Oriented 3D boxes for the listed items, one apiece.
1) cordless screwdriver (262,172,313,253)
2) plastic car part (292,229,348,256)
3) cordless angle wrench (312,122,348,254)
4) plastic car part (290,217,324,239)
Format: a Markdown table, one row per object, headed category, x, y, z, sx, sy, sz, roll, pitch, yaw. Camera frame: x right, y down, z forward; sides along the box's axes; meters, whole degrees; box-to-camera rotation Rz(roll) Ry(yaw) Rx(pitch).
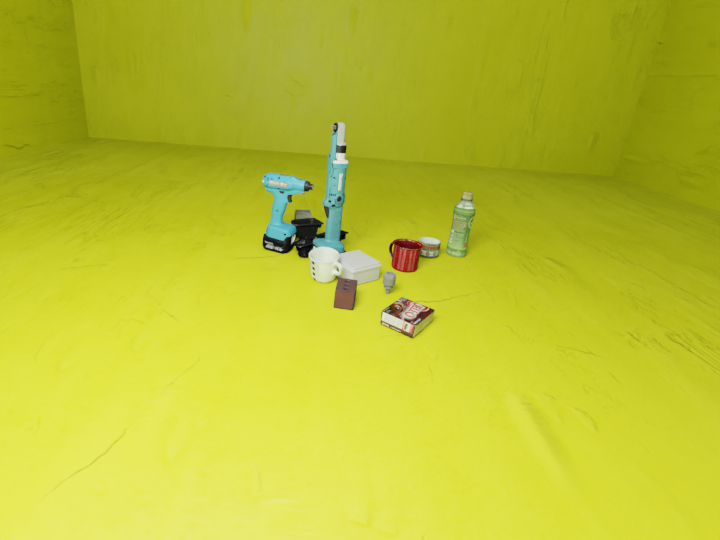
| category | x | y | z | sx | sy | sz | roll | pitch | yaw |
| --- | --- | --- | --- | --- | --- | --- | --- | --- | --- |
| cordless screwdriver | -0.232 | -0.179 | 1.339 | 0.164 | 0.244 | 0.074 | 12 | 22 | 14 |
| plastic car part | -0.134 | -0.088 | 1.371 | 0.195 | 0.066 | 0.070 | -16 | 31 | -39 |
| cordless angle wrench | -0.076 | -0.214 | 1.234 | 0.094 | 0.415 | 0.078 | -5 | 25 | -27 |
| plastic car part | -0.195 | -0.141 | 1.476 | 0.112 | 0.069 | 0.070 | -13 | 29 | -35 |
